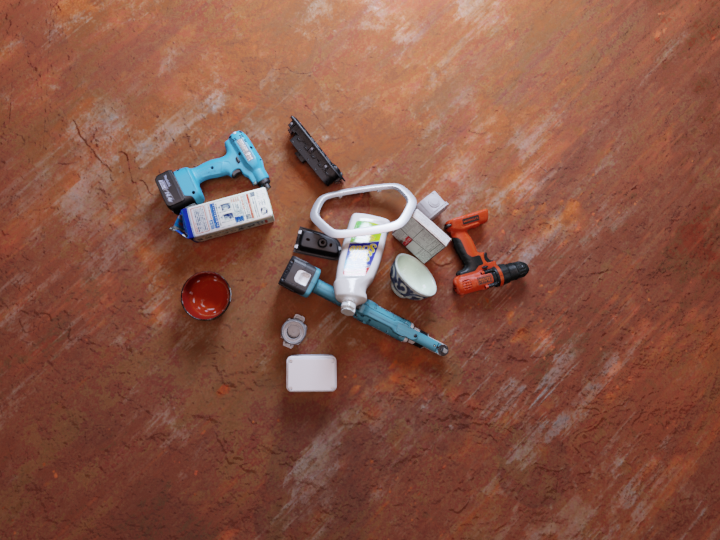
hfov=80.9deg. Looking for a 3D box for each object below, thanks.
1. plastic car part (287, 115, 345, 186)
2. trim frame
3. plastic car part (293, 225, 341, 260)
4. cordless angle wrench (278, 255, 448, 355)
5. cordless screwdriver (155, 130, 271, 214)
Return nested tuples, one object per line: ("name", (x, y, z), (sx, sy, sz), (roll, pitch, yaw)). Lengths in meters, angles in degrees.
("plastic car part", (-0.116, -0.284, 1.037), (0.067, 0.066, 0.205), (-42, 86, 2))
("trim frame", (0.005, -0.144, 0.985), (0.250, 0.026, 0.191), (-10, 48, 5))
("plastic car part", (-0.098, -0.064, 1.003), (0.117, 0.070, 0.066), (14, 84, 1))
("cordless angle wrench", (0.013, 0.095, 0.981), (0.421, 0.098, 0.074), (27, 83, -3))
("cordless screwdriver", (-0.348, -0.213, 1.016), (0.247, 0.074, 0.161), (-32, 86, -10))
